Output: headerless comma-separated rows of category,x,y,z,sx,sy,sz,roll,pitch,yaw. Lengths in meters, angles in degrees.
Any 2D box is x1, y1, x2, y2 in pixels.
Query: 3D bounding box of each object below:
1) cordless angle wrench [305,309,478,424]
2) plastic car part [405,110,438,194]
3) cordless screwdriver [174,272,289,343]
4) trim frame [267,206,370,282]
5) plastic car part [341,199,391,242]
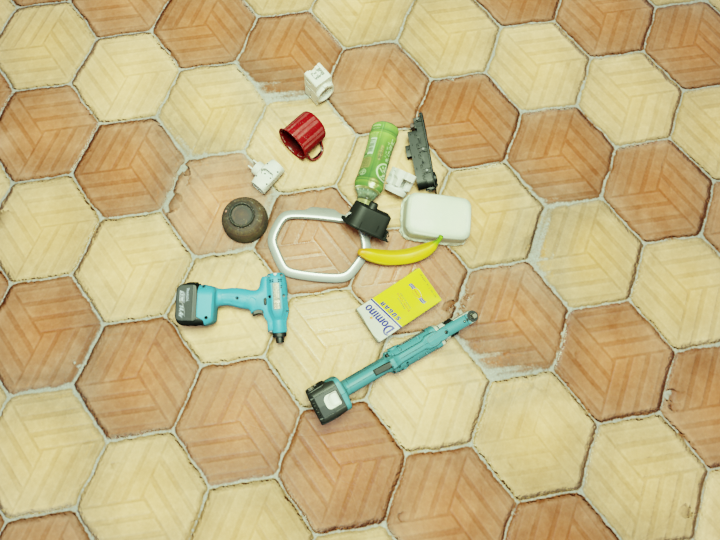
cordless angle wrench,0.081,0.196,0.938,0.419,0.097,0.075,-28,84,-10
plastic car part,0.149,-0.283,1.043,0.068,0.065,0.206,-14,79,5
cordless screwdriver,-0.287,0.094,0.961,0.247,0.074,0.161,-5,79,-6
trim frame,-0.099,-0.065,1.016,0.250,0.027,0.186,5,80,2
plastic car part,0.023,-0.123,0.980,0.113,0.068,0.071,25,108,-17
